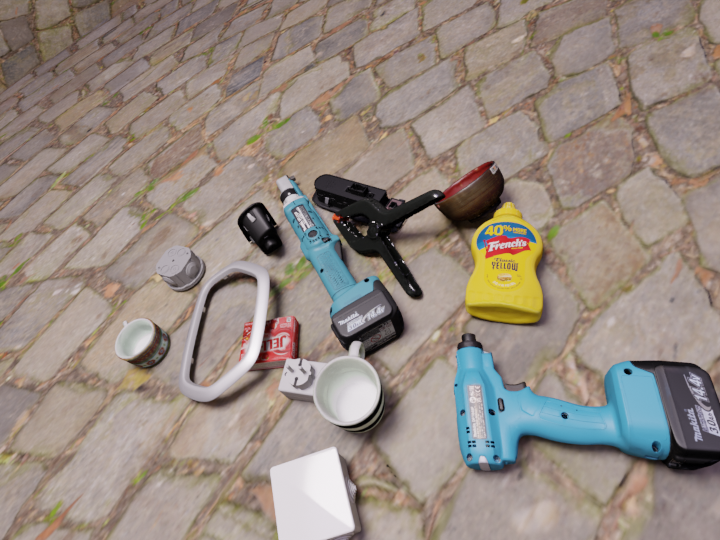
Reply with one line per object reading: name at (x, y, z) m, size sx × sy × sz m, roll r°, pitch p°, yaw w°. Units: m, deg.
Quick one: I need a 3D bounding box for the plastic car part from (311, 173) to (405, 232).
plastic car part at (-0.013, -0.133, 0.779) m, size 0.214 × 0.063 × 0.066 m, roll 21°, pitch 71°, yaw 34°

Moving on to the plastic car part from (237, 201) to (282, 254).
plastic car part at (-0.175, -0.066, 0.766) m, size 0.065 × 0.114 × 0.073 m, roll -35°, pitch 77°, yaw -8°

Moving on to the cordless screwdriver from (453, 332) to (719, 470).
cordless screwdriver at (0.236, 0.140, 0.482) m, size 0.256 × 0.070 × 0.163 m, roll -9°, pitch 53°, yaw 19°

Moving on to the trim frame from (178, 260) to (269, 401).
trim frame at (-0.225, 0.089, 0.693) m, size 0.189 × 0.026 × 0.256 m, roll -19°, pitch 52°, yaw 23°

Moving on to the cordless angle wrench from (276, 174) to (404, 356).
cordless angle wrench at (-0.072, -0.047, 0.733) m, size 0.098 × 0.071 × 0.446 m, roll -30°, pitch 49°, yaw -4°
